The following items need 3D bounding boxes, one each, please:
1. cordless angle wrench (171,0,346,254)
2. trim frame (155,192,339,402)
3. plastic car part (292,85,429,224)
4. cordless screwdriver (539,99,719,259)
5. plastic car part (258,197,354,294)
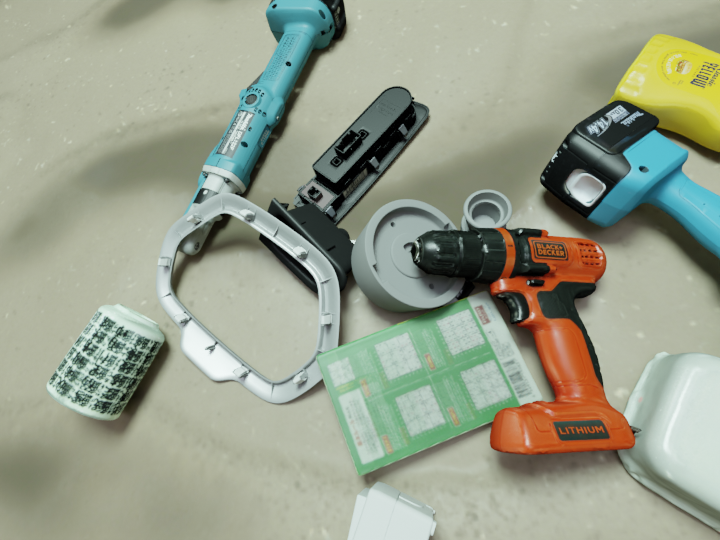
[{"bbox_3d":[-0.136,-0.212,0.563,0.101,0.071,0.425,17,75,18],"label":"cordless angle wrench"},{"bbox_3d":[-0.130,0.027,0.451,0.257,0.026,0.184,35,103,18],"label":"trim frame"},{"bbox_3d":[0.000,-0.149,0.508,0.070,0.064,0.202,37,77,29],"label":"plastic car part"},{"bbox_3d":[0.280,-0.035,0.364,0.157,0.072,0.259,-37,66,-23],"label":"cordless screwdriver"},{"bbox_3d":[-0.045,-0.030,0.465,0.120,0.065,0.069,41,47,13],"label":"plastic car part"}]
